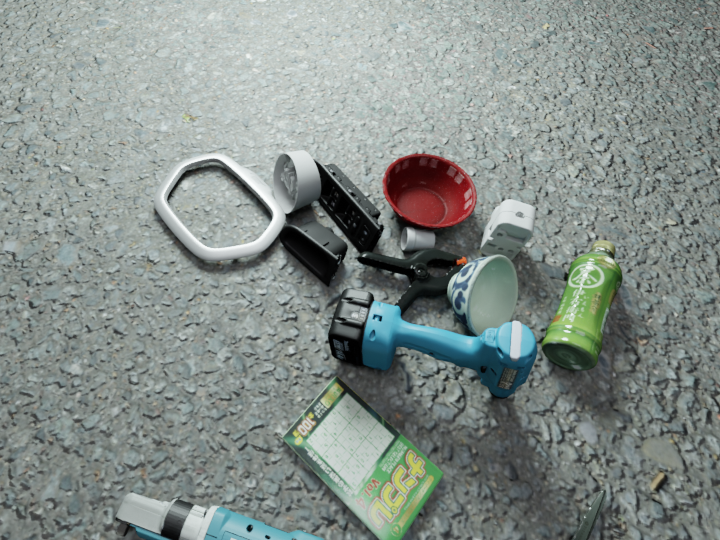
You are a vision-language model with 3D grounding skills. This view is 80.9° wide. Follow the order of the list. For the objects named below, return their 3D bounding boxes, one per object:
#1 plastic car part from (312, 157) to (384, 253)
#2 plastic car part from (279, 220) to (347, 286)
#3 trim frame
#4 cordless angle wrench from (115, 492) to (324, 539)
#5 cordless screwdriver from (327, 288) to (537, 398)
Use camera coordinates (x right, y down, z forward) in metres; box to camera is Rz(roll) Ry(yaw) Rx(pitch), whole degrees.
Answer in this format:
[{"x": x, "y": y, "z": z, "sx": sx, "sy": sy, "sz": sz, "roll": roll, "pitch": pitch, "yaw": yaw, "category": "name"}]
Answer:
[{"x": -0.025, "y": -0.123, "z": 0.726, "sx": 0.065, "sy": 0.065, "sz": 0.211, "roll": -28, "pitch": 64, "yaw": -31, "category": "plastic car part"}, {"x": -0.067, "y": -0.044, "z": 0.681, "sx": 0.121, "sy": 0.065, "sz": 0.069, "roll": 41, "pitch": 49, "yaw": 22, "category": "plastic car part"}, {"x": -0.242, "y": -0.114, "z": 0.727, "sx": 0.182, "sy": 0.027, "sz": 0.259, "roll": -39, "pitch": 66, "yaw": -21, "category": "trim frame"}, {"x": -0.065, "y": 0.318, "z": 0.450, "sx": 0.430, "sy": 0.072, "sz": 0.099, "roll": 14, "pitch": 59, "yaw": 8, "category": "cordless angle wrench"}, {"x": 0.087, "y": 0.107, "z": 0.563, "sx": 0.257, "sy": 0.152, "sz": 0.075, "roll": 9, "pitch": 54, "yaw": 19, "category": "cordless screwdriver"}]
